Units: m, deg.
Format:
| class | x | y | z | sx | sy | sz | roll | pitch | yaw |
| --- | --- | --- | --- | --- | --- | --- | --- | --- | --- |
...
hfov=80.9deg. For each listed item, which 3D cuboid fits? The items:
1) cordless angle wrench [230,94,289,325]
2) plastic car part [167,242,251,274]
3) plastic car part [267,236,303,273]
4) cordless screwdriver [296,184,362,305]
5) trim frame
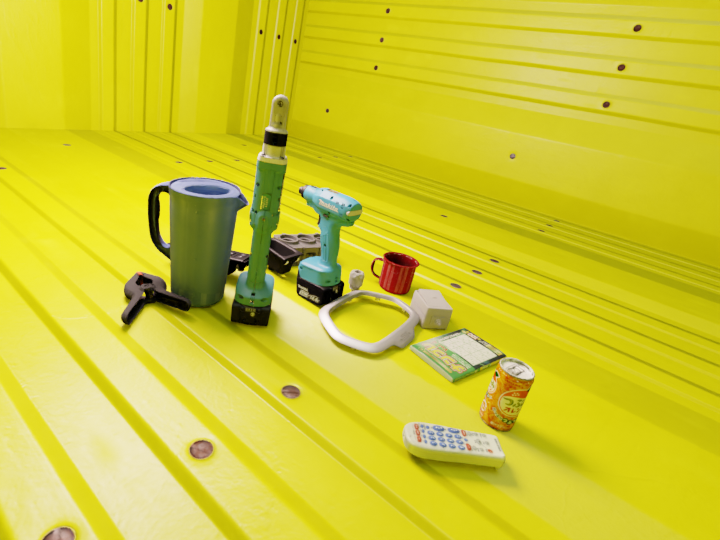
| class | x | y | z | sx | sy | sz | roll | pitch | yaw |
| --- | --- | --- | --- | --- | --- | --- | --- | --- | --- |
| cordless angle wrench | -0.174 | -0.099 | 0.770 | 0.073 | 0.417 | 0.101 | 9 | 22 | -10 |
| plastic car part | -0.349 | -0.028 | 0.975 | 0.207 | 0.066 | 0.066 | 16 | 23 | 11 |
| plastic car part | -0.207 | -0.031 | 1.038 | 0.123 | 0.070 | 0.063 | 27 | 27 | 33 |
| cordless screwdriver | -0.091 | -0.060 | 0.933 | 0.168 | 0.245 | 0.071 | 28 | 26 | 33 |
| trim frame | 0.022 | 0.102 | 0.889 | 0.193 | 0.027 | 0.240 | 24 | 26 | 27 |
